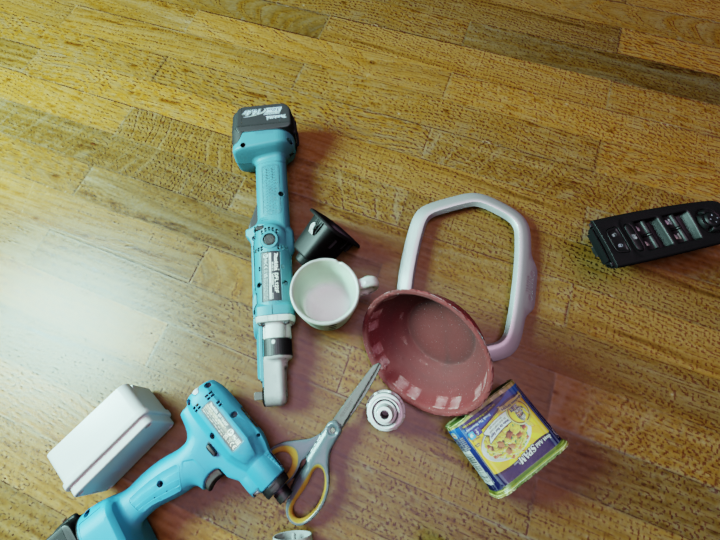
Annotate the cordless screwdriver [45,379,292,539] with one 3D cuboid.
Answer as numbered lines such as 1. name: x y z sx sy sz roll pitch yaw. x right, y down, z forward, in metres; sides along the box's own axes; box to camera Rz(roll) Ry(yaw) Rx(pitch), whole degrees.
1. cordless screwdriver: -0.207 0.266 0.469 0.165 0.072 0.247 42 76 17

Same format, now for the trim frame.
1. trim frame: 0.148 0.002 0.579 0.187 0.027 0.251 10 68 9

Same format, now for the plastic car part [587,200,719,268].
1. plastic car part: 0.391 -0.043 0.558 0.201 0.065 0.069 -13 63 -7

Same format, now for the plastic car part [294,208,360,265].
1. plastic car part: -0.056 -0.036 0.570 0.068 0.113 0.071 41 99 13

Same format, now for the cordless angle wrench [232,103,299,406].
1. cordless angle wrench: -0.125 -0.036 0.591 0.098 0.072 0.433 -6 70 -1
